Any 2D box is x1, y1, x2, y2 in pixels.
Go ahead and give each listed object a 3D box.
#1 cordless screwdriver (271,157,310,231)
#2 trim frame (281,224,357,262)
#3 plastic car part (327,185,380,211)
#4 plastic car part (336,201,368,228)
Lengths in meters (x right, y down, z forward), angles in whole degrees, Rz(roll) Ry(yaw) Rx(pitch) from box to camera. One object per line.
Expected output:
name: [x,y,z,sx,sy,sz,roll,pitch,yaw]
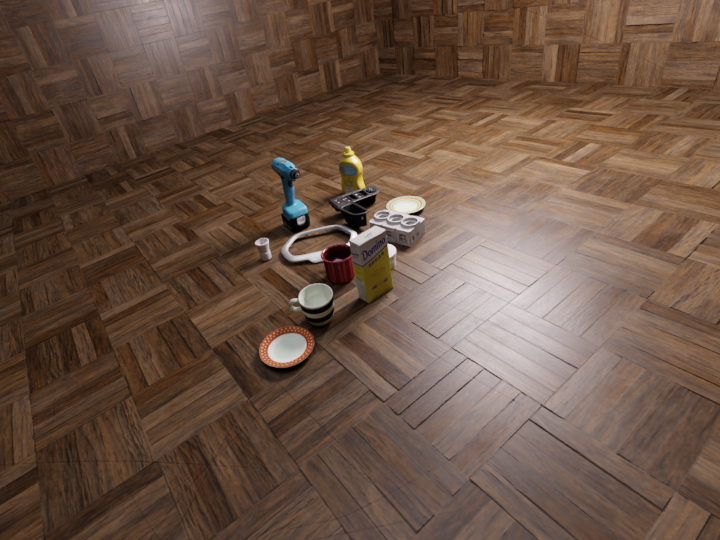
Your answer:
cordless screwdriver: [-0.226,-0.248,1.422,0.073,0.240,0.168,-24,35,-22]
trim frame: [-0.132,-0.086,1.349,0.248,0.026,0.191,-13,34,-1]
plastic car part: [-0.014,-0.249,1.515,0.199,0.064,0.070,-28,37,-22]
plastic car part: [-0.019,-0.177,1.409,0.065,0.068,0.123,-26,36,-22]
